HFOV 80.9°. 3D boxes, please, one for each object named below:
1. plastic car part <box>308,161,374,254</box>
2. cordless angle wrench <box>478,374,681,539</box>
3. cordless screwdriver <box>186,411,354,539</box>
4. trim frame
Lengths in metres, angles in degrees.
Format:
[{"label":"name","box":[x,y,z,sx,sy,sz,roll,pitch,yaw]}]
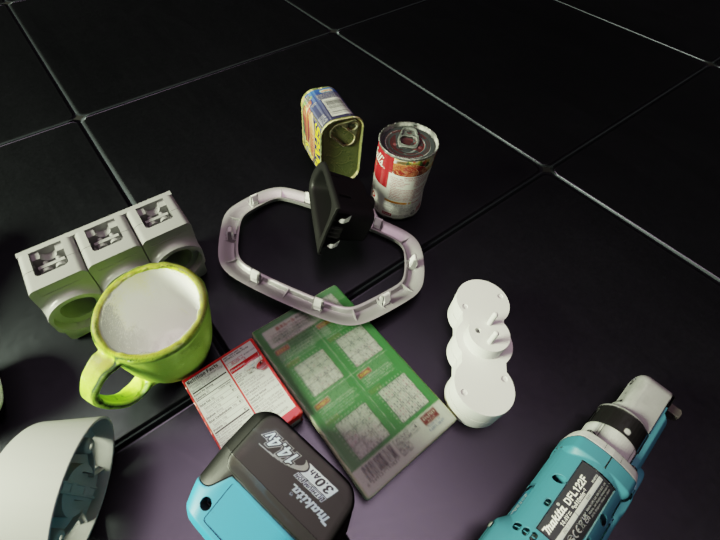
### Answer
[{"label":"plastic car part","box":[-0.017,-0.077,0.487,0.069,0.065,0.121,10,42,-19]},{"label":"cordless angle wrench","box":[0.116,0.211,0.295,0.415,0.072,0.102,-35,63,-27]},{"label":"cordless screwdriver","box":[-0.123,0.207,0.271,0.163,0.073,0.248,31,67,12]},{"label":"trim frame","box":[-0.048,-0.031,0.488,0.256,0.027,0.184,20,48,16]}]
